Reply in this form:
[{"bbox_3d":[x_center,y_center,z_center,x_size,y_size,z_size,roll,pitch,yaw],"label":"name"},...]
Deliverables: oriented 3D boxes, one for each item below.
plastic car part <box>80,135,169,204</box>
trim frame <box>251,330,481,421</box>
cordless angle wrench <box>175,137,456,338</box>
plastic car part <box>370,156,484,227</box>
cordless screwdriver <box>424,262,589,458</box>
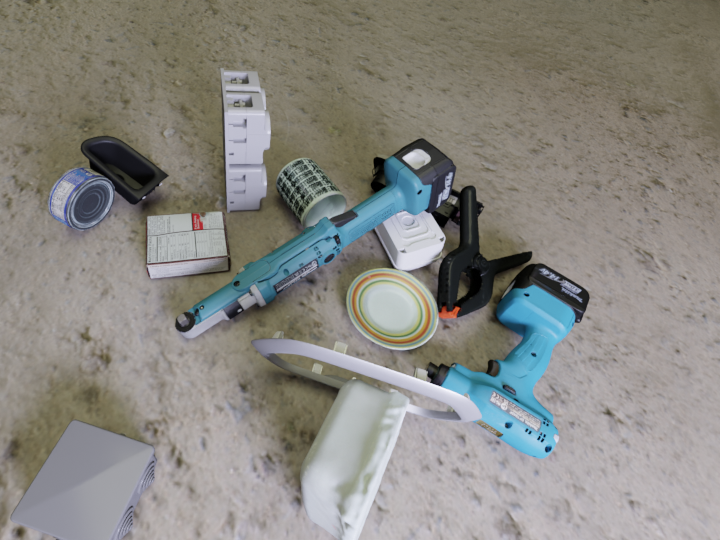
[{"bbox_3d":[-0.365,-0.146,0.646,0.116,0.071,0.066,37,51,-3],"label":"plastic car part"},{"bbox_3d":[0.003,0.113,0.445,0.250,0.181,0.028,17,65,1],"label":"trim frame"},{"bbox_3d":[-0.056,-0.037,0.575,0.418,0.094,0.078,-34,63,-13],"label":"cordless angle wrench"},{"bbox_3d":[0.101,-0.127,0.731,0.208,0.064,0.067,33,79,13],"label":"plastic car part"},{"bbox_3d":[0.198,0.094,0.565,0.163,0.073,0.248,29,56,11],"label":"cordless screwdriver"}]
